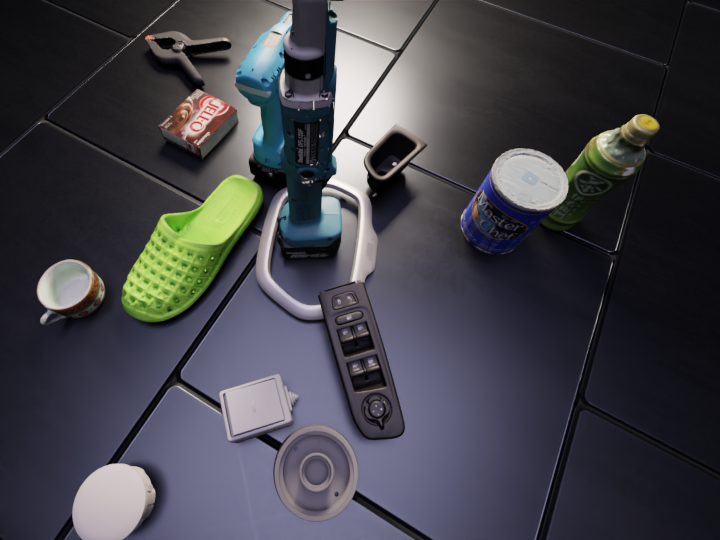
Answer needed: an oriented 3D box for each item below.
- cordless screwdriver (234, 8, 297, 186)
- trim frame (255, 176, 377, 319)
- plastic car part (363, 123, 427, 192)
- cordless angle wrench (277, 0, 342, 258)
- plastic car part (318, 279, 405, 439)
[{"bbox_3d":[-0.120,-0.252,0.644,0.075,0.244,0.160,20,66,3],"label":"cordless screwdriver"},{"bbox_3d":[-0.065,-0.043,0.665,0.185,0.027,0.253,7,64,2],"label":"trim frame"},{"bbox_3d":[0.045,-0.176,0.708,0.068,0.069,0.116,38,69,13],"label":"plastic car part"},{"bbox_3d":[-0.061,-0.132,0.494,0.097,0.415,0.076,0,67,-7],"label":"cordless angle wrench"},{"bbox_3d":[-0.001,0.121,0.566,0.065,0.065,0.210,-14,66,-10],"label":"plastic car part"}]
